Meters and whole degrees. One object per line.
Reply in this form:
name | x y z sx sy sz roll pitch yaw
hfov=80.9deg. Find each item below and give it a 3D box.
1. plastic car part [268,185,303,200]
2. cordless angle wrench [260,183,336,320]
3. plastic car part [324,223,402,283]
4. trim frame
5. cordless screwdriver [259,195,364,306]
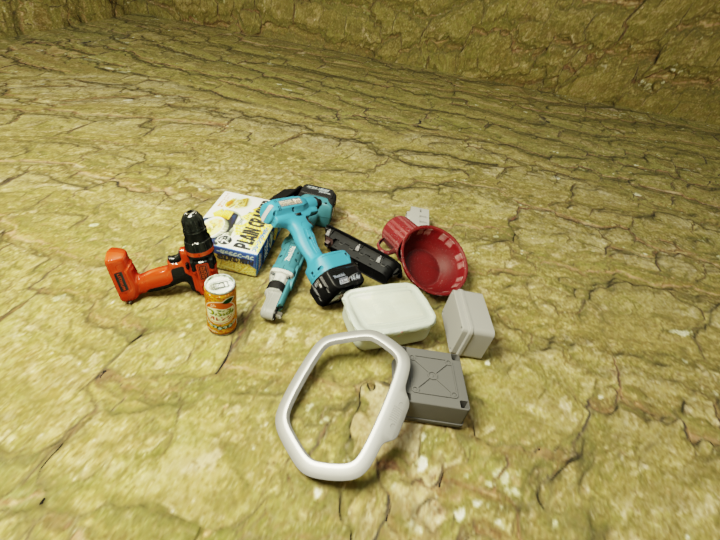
plastic car part | -0.200 -0.180 1.101 0.073 0.064 0.116 6 33 18
cordless angle wrench | -0.142 -0.051 0.940 0.099 0.073 0.429 12 41 2
plastic car part | -0.003 -0.030 0.941 0.211 0.064 0.066 25 51 20
trim frame | -0.022 0.192 0.646 0.192 0.026 0.248 11 48 25
cordless screwdriver | -0.086 -0.056 0.881 0.153 0.075 0.256 -19 66 -45
